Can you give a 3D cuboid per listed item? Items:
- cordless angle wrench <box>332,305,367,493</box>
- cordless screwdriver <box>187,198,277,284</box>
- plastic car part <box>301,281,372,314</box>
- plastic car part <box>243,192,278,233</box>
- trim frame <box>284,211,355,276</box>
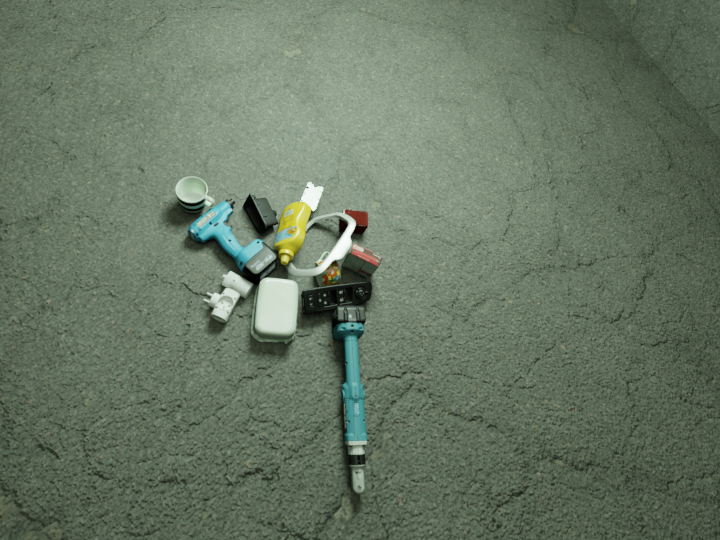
[{"bbox_3d":[-0.019,0.300,1.027,0.073,0.097,0.433,1,67,-12],"label":"cordless angle wrench"},{"bbox_3d":[-0.331,-0.087,1.160,0.254,0.073,0.158,36,62,10],"label":"cordless screwdriver"},{"bbox_3d":[-0.066,0.069,1.142,0.198,0.069,0.066,-8,93,-16],"label":"plastic car part"},{"bbox_3d":[-0.279,-0.164,1.220,0.069,0.066,0.119,-23,75,-38],"label":"plastic car part"},{"bbox_3d":[-0.115,-0.075,1.175,0.194,0.026,0.248,12,54,34],"label":"trim frame"}]
